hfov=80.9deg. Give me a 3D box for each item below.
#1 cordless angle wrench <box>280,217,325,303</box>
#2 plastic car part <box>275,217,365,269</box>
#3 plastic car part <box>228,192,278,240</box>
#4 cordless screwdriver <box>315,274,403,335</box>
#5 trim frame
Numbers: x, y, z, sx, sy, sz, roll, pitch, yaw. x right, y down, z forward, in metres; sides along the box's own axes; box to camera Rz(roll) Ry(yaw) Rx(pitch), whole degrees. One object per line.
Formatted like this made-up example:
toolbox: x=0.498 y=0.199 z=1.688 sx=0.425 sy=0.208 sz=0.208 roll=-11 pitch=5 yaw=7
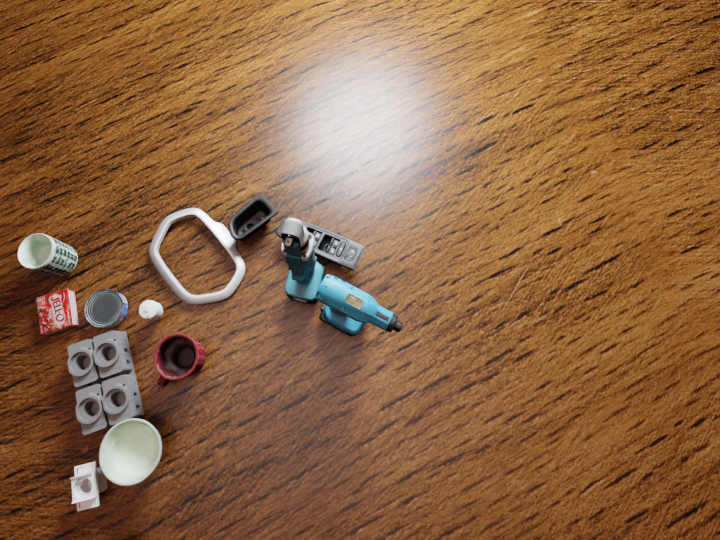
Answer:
cordless angle wrench: x=-0.109 y=-0.017 z=0.777 sx=0.074 sy=0.417 sz=0.099 roll=14 pitch=77 yaw=-1
plastic car part: x=-0.095 y=-0.062 z=0.971 sx=0.206 sy=0.066 sz=0.066 roll=24 pitch=76 yaw=7
plastic car part: x=-0.254 y=-0.113 z=0.986 sx=0.116 sy=0.070 sz=0.067 roll=-42 pitch=81 yaw=-10
cordless screwdriver: x=-0.008 y=0.084 z=0.835 sx=0.161 sy=0.245 sz=0.074 roll=28 pitch=77 yaw=4
trim frame: x=-0.380 y=-0.035 z=0.988 sx=0.183 sy=0.027 sz=0.254 roll=-40 pitch=78 yaw=-10
